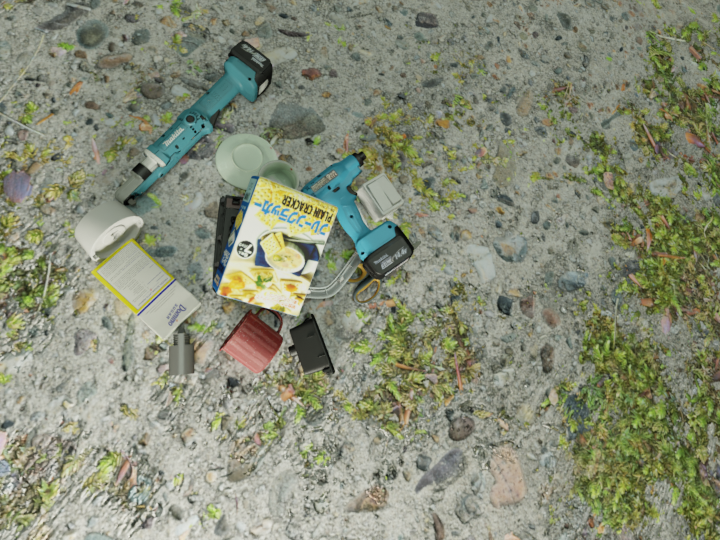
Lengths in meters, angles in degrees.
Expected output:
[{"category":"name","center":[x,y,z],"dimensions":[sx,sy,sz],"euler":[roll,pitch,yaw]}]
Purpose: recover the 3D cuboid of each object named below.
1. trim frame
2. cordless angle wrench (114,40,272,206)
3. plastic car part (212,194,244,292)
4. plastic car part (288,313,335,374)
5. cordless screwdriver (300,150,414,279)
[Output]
[{"category":"trim frame","center":[-0.085,-0.056,0.870],"dimensions":[0.186,0.027,0.248],"euler":[34,72,5]},{"category":"cordless angle wrench","center":[-0.342,-0.296,0.863],"dimensions":[0.098,0.075,0.422],"euler":[37,73,-3]},{"category":"plastic car part","center":[-0.248,-0.055,0.823],"dimensions":[0.064,0.068,0.205],"euler":[7,76,-21]},{"category":"plastic car part","center":[-0.099,0.150,0.804],"dimensions":[0.070,0.065,0.119],"euler":[-24,79,-5]},{"category":"cordless screwdriver","center":[0.010,-0.114,0.842],"dimensions":[0.159,0.073,0.255],"euler":[-39,78,-5]}]
